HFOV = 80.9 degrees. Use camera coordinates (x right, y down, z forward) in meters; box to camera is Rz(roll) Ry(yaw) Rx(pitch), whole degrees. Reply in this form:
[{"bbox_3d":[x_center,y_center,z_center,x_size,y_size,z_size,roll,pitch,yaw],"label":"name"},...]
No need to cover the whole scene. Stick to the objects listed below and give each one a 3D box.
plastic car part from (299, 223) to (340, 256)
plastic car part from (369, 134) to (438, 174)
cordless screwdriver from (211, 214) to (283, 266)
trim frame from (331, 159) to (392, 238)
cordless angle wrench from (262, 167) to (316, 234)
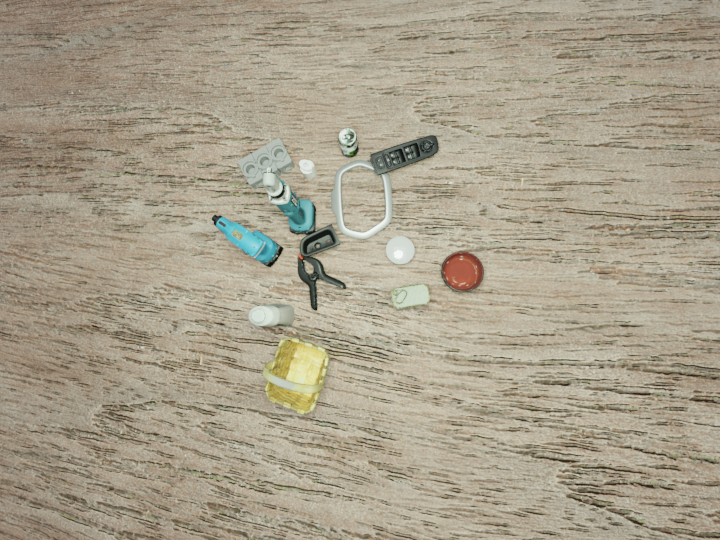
[{"bbox_3d":[-0.122,-0.080,1.248,0.117,0.069,0.067,-23,81,4],"label":"plastic car part"},{"bbox_3d":[0.132,-0.337,1.250,0.204,0.065,0.067,-19,81,5],"label":"plastic car part"},{"bbox_3d":[-0.314,-0.086,1.189,0.162,0.244,0.074,34,87,8],"label":"cordless screwdriver"},{"bbox_3d":[0.002,-0.215,1.271,0.186,0.027,0.251,-5,81,8],"label":"trim frame"},{"bbox_3d":[-0.184,-0.173,1.096,0.075,0.415,0.098,1,84,4],"label":"cordless angle wrench"}]
